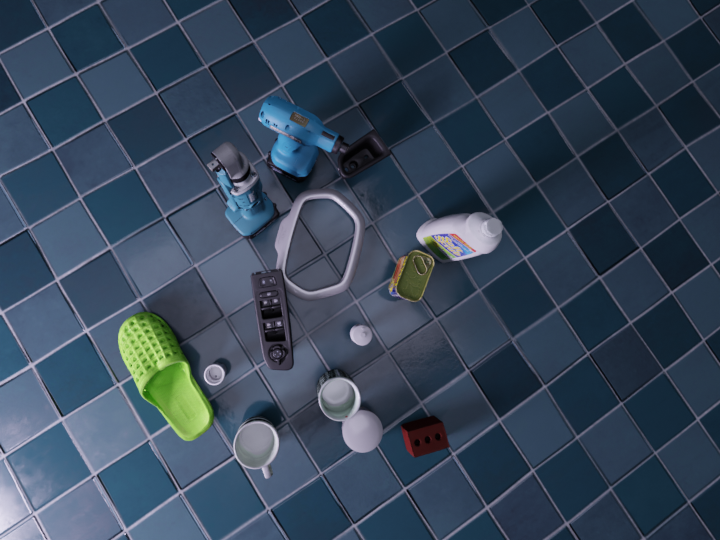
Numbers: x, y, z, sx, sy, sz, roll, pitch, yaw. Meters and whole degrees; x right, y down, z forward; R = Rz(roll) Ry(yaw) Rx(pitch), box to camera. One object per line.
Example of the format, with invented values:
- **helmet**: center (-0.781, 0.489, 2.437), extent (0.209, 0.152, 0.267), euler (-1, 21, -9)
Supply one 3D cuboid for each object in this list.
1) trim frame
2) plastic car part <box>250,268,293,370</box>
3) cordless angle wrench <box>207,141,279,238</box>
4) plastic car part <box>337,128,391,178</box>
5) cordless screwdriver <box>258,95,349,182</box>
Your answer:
- **trim frame**: center (-0.089, -0.058, 0.908), extent (0.183, 0.027, 0.250), euler (13, 82, -3)
- **plastic car part**: center (-0.177, 0.101, 0.862), extent (0.066, 0.067, 0.204), euler (-8, 84, -8)
- **cordless angle wrench**: center (-0.195, -0.130, 0.710), extent (0.097, 0.425, 0.074), euler (-41, 94, -9)
- **plastic car part**: center (-0.005, -0.239, 0.915), extent (0.116, 0.071, 0.066), euler (-35, 90, -8)
- **cordless screwdriver**: center (-0.110, -0.235, 0.817), extent (0.158, 0.250, 0.074), euler (27, 83, -5)
